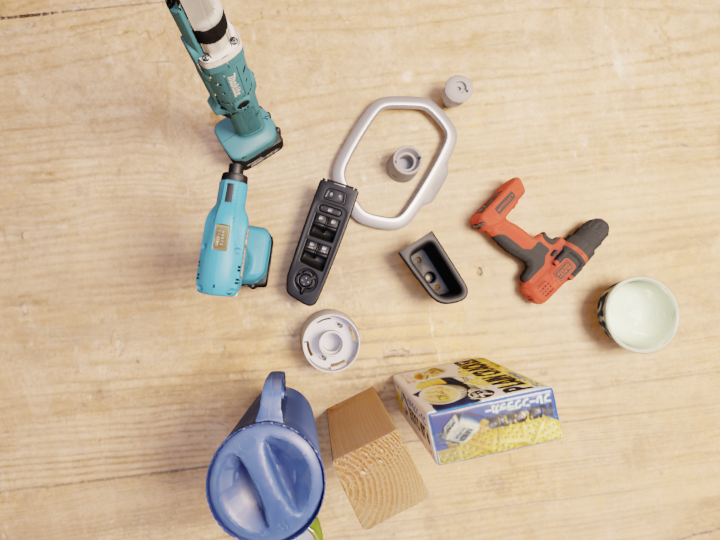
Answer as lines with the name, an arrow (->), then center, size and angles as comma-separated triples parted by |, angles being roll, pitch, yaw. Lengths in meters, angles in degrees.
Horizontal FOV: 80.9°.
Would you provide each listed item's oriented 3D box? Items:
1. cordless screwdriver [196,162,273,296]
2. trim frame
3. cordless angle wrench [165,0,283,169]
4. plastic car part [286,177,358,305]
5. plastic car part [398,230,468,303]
cordless screwdriver -> -0.171, -0.047, 0.603 | 0.074, 0.249, 0.160 | 8, 87, -6
trim frame -> 0.061, -0.189, 0.731 | 0.185, 0.027, 0.248 | 30, 85, 1
cordless angle wrench -> -0.163, -0.229, 0.533 | 0.097, 0.424, 0.074 | -33, 92, -6
plastic car part -> -0.068, -0.044, 0.695 | 0.066, 0.067, 0.203 | 19, 85, -3
plastic car part -> 0.115, 0.004, 0.693 | 0.066, 0.071, 0.117 | -33, 88, -5
